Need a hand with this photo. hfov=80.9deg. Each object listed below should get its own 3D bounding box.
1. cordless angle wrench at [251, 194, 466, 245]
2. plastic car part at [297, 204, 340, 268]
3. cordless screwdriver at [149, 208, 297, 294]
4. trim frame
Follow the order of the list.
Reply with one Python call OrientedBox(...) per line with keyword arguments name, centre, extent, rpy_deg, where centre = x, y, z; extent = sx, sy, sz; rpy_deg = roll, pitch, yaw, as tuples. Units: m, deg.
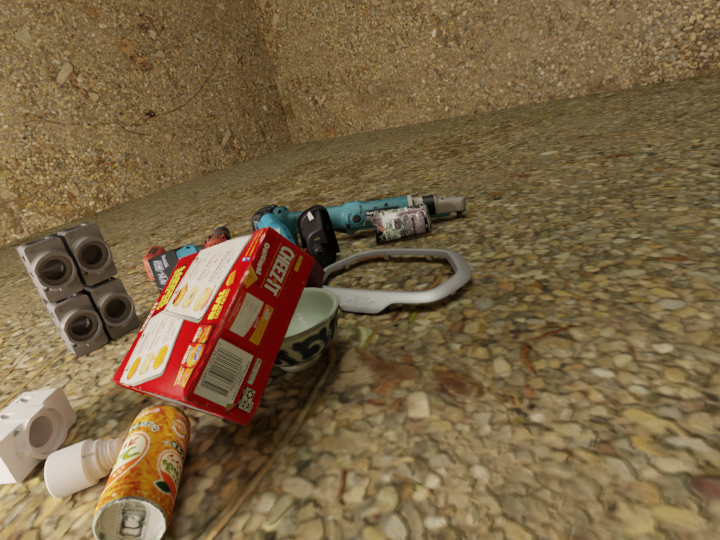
OrientedBox(name="cordless angle wrench", centre=(-0.007, -0.109, 0.856), extent=(0.430, 0.096, 0.075), rpy_deg=(-7, 18, 11))
OrientedBox(name="plastic car part", centre=(-0.072, -0.047, 0.737), extent=(0.066, 0.111, 0.074), rpy_deg=(-14, 44, -1))
OrientedBox(name="cordless screwdriver", centre=(-0.243, -0.028, 0.761), extent=(0.244, 0.072, 0.167), rpy_deg=(-19, 50, -15))
OrientedBox(name="trim frame", centre=(0.039, 0.008, 0.631), extent=(0.260, 0.027, 0.181), rpy_deg=(3, 27, 32))
